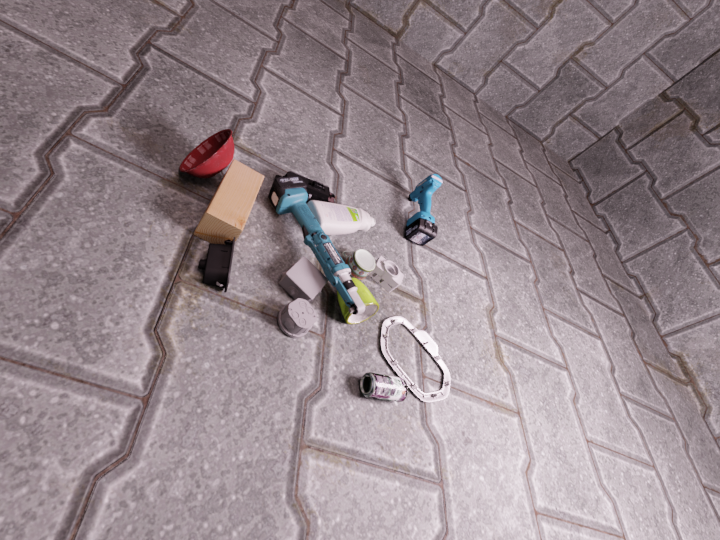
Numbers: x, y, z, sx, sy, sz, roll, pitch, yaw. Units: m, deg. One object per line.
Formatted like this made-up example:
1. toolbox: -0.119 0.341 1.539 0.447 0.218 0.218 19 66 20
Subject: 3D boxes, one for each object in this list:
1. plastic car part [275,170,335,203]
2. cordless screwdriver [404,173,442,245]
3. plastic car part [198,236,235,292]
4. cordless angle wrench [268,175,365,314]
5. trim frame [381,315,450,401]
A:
1. plastic car part: -0.154 -0.239 1.243 0.194 0.068 0.068 16 56 -25
2. cordless screwdriver: 0.205 -0.204 1.465 0.072 0.162 0.252 25 60 -21
3. plastic car part: -0.316 -0.015 0.923 0.069 0.065 0.120 11 52 -14
4. cordless angle wrench: -0.105 -0.069 1.071 0.094 0.074 0.441 -13 57 -35
5. trim frame: 0.147 0.228 1.110 0.253 0.028 0.180 48 39 8
